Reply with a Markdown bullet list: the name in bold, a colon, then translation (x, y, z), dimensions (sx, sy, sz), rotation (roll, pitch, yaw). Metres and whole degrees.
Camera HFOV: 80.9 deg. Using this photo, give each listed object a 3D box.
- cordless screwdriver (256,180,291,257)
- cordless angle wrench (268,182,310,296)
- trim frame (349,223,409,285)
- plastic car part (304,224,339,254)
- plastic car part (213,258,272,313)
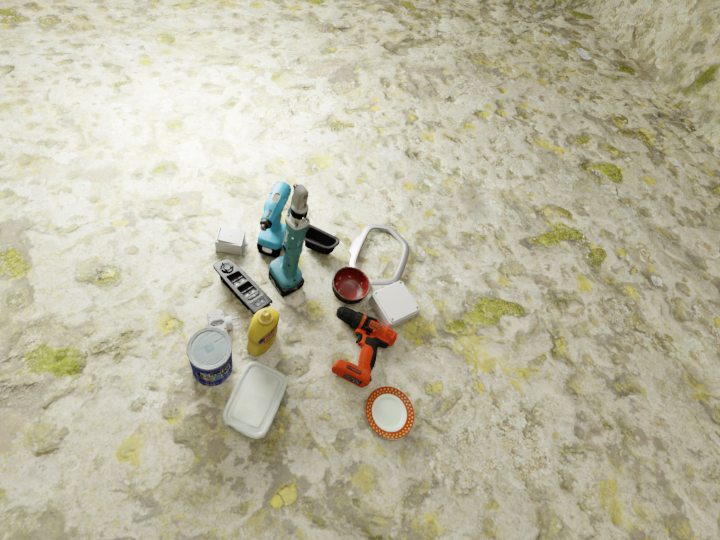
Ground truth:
- **cordless screwdriver**: translation (-0.253, -0.121, 1.204), dimensions (0.074, 0.246, 0.161), rotation (19, 56, -4)
- **cordless angle wrench**: translation (-0.174, -0.069, 1.082), dimensions (0.073, 0.418, 0.101), rotation (-29, 71, -28)
- **trim frame**: translation (0.058, -0.052, 1.348), dimensions (0.186, 0.027, 0.250), rotation (21, 56, 4)
- **plastic car part**: translation (-0.128, -0.084, 1.309), dimensions (0.118, 0.070, 0.066), rotation (26, 56, 5)
- **plastic car part**: translation (-0.335, 0.047, 1.188), dimensions (0.065, 0.066, 0.210), rotation (-36, 70, -29)
